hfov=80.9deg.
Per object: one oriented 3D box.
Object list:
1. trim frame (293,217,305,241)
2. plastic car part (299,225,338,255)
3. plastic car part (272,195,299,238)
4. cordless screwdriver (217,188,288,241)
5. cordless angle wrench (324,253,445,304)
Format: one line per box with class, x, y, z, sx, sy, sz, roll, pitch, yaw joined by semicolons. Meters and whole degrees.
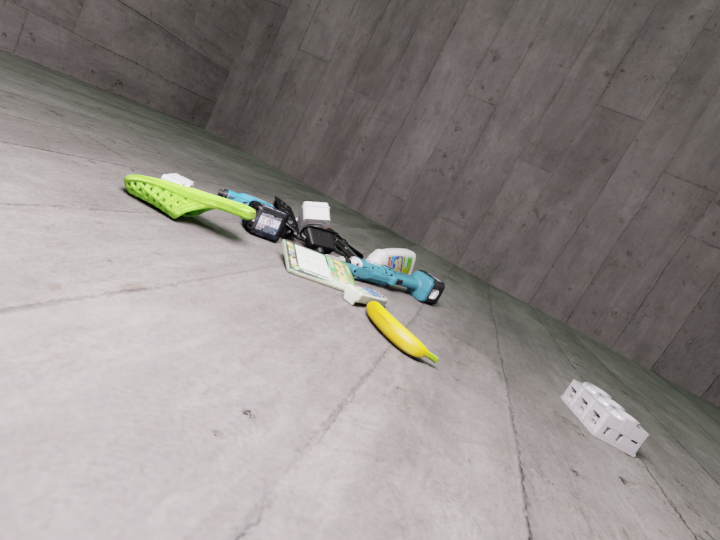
trim frame;-0.172;-0.124;1.332;0.179;0.027;0.256;22;14;-17
plastic car part;-0.113;-0.074;1.161;0.110;0.067;0.073;11;52;-49
plastic car part;-0.221;-0.145;1.197;0.063;0.067;0.213;45;4;-32
cordless screwdriver;-0.290;-0.161;1.118;0.152;0.074;0.261;21;9;-28
cordless angle wrench;0.061;0.013;1.149;0.401;0.074;0.103;15;17;-37
